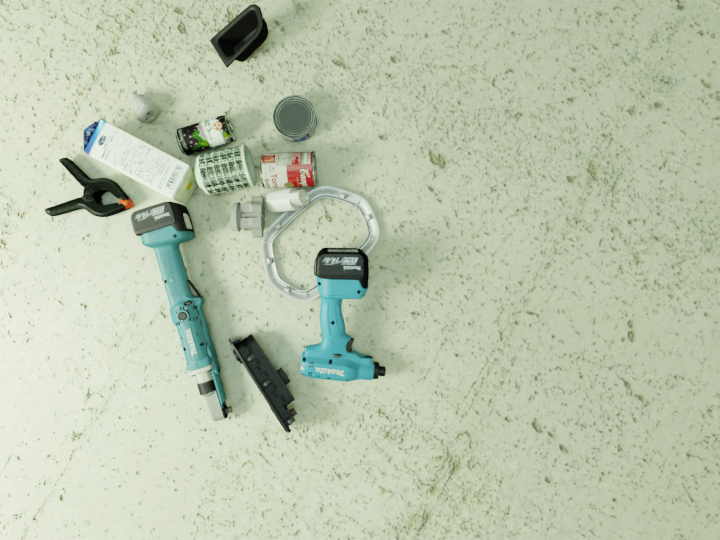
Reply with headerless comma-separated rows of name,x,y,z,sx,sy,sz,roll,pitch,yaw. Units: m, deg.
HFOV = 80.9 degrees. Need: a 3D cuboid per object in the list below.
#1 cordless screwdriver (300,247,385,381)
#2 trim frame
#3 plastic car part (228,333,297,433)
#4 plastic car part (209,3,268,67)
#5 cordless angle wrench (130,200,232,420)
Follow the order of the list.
cordless screwdriver,-0.021,0.085,0.778,0.159,0.075,0.247,6,99,-1
trim frame,-0.081,-0.053,0.824,0.248,0.027,0.185,-41,87,-2
plastic car part,-0.178,0.202,0.796,0.066,0.066,0.204,-38,86,-11
plastic car part,-0.224,-0.455,0.831,0.118,0.070,0.066,-31,90,16
cordless angle wrench,-0.329,0.081,0.809,0.098,0.074,0.424,-17,88,1
